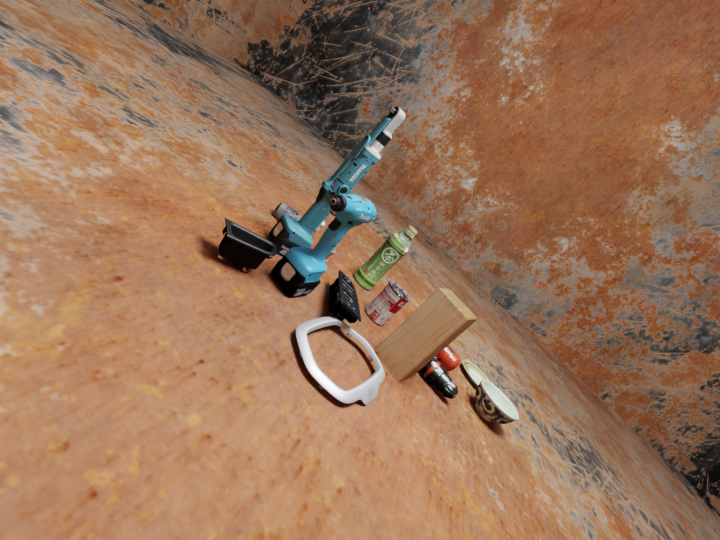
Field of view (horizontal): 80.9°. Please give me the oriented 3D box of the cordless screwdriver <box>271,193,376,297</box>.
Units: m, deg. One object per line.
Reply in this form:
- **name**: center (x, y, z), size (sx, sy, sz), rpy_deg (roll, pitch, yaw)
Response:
- **cordless screwdriver**: center (-0.083, -0.054, 0.848), size (0.077, 0.250, 0.153), rpy_deg (49, 18, 17)

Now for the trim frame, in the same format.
- **trim frame**: center (-0.034, 0.165, 0.798), size (0.191, 0.028, 0.239), rpy_deg (47, 17, 17)

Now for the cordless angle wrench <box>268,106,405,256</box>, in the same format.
- **cordless angle wrench**: center (-0.050, -0.196, 0.970), size (0.093, 0.425, 0.078), rpy_deg (30, 22, -36)

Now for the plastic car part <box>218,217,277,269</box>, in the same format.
- **plastic car part**: center (-0.223, -0.037, 0.807), size (0.111, 0.071, 0.069), rpy_deg (31, 21, -33)

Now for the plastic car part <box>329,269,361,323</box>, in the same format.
- **plastic car part**: center (-0.041, 0.064, 0.966), size (0.065, 0.067, 0.207), rpy_deg (38, 17, -15)
